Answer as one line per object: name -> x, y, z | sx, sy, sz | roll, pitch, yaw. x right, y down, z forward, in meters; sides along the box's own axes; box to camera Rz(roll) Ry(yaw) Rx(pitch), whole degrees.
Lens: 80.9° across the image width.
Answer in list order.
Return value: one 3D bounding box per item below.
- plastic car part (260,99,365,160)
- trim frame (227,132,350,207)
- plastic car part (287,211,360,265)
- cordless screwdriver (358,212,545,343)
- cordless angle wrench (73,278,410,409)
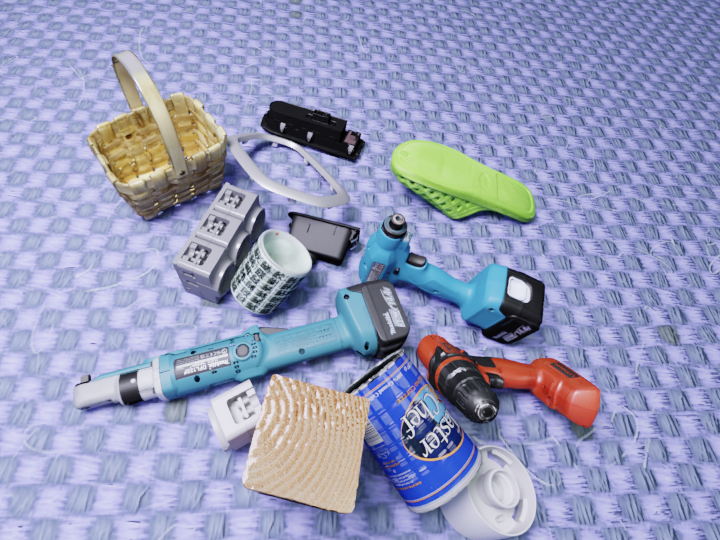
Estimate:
plastic car part -> -0.092, -0.267, 0.785 | 0.207, 0.065, 0.067 | 17, 58, 9
trim frame -> -0.119, -0.169, 0.694 | 0.176, 0.027, 0.262 | -4, 38, -38
plastic car part -> -0.064, -0.042, 0.657 | 0.118, 0.064, 0.072 | 13, 73, 5
cordless screwdriver -> 0.126, 0.007, 0.582 | 0.251, 0.156, 0.075 | 21, 60, 4
cordless angle wrench -> -0.149, 0.110, 0.551 | 0.417, 0.072, 0.102 | -14, 62, -10
